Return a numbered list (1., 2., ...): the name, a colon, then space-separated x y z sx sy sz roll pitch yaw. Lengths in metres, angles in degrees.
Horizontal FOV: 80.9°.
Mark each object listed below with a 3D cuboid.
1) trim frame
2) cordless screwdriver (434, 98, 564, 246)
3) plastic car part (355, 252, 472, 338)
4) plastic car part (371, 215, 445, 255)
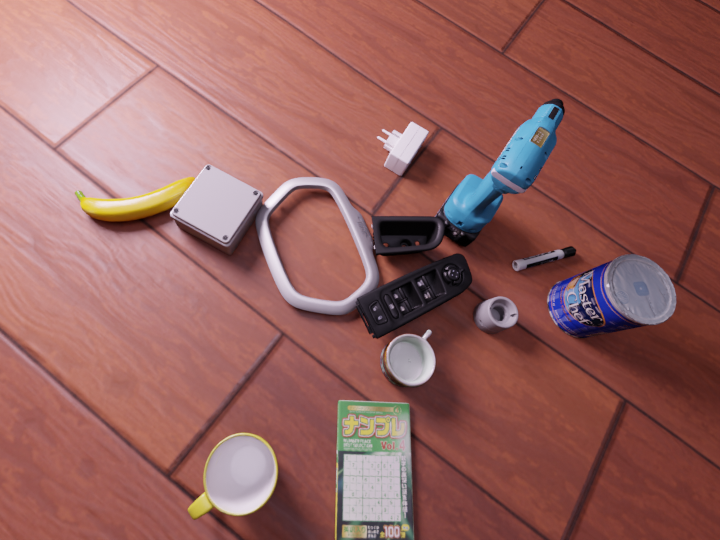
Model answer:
1. trim frame: -0.069 -0.045 0.701 0.181 0.027 0.255 -21 74 -13
2. cordless screwdriver: 0.209 -0.142 0.649 0.075 0.247 0.159 36 70 1
3. plastic car part: 0.087 0.038 0.666 0.200 0.066 0.068 -25 77 -15
4. plastic car part: 0.072 -0.050 0.695 0.115 0.070 0.067 -2 72 -8
